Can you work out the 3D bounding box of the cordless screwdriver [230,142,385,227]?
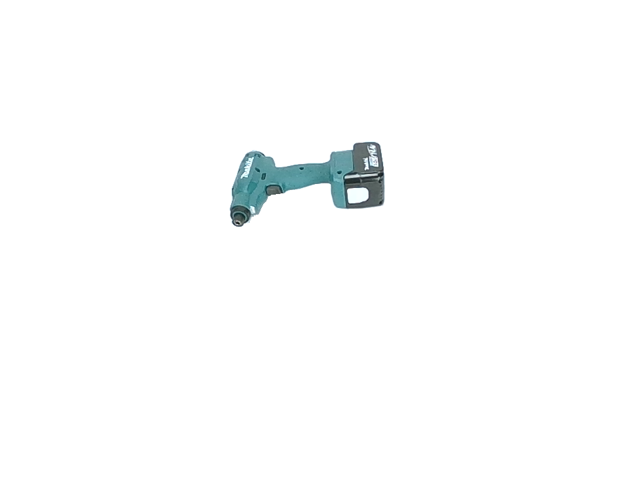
[{"bbox_3d":[-0.022,-0.085,0.687,0.249,0.158,0.074,-1,-42,9],"label":"cordless screwdriver"}]
